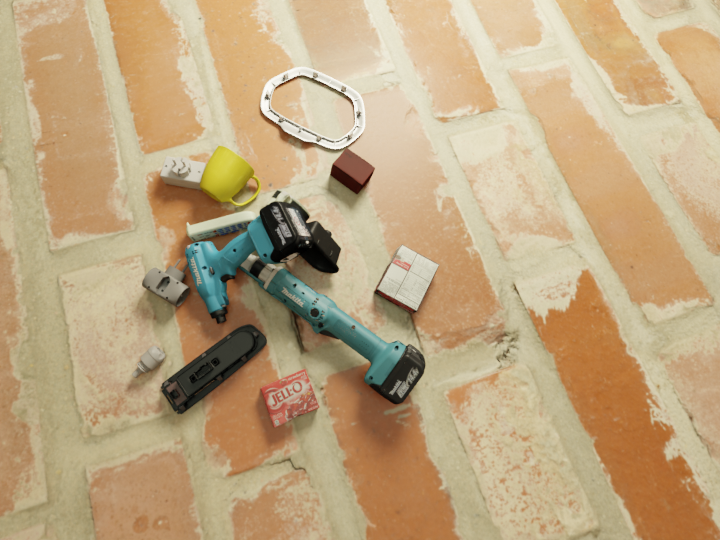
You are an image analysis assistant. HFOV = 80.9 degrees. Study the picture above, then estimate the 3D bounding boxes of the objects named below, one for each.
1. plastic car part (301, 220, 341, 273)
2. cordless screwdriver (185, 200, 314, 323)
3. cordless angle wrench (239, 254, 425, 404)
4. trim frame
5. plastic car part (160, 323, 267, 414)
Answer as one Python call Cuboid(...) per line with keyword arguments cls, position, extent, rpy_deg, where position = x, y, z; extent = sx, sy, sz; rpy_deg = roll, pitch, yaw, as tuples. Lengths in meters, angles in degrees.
Cuboid(cls="plastic car part", position=(-0.081, -0.053, 0.833), extent=(0.110, 0.069, 0.071), rpy_deg=(44, 53, -34))
Cuboid(cls="cordless screwdriver", position=(-0.203, -0.014, 0.768), extent=(0.254, 0.072, 0.162), rpy_deg=(-25, 80, 21))
Cuboid(cls="cordless angle wrench", position=(-0.079, 0.078, 0.793), extent=(0.433, 0.073, 0.098), rpy_deg=(35, 99, 11))
Cuboid(cls="trim frame", position=(-0.105, -0.371, 0.957), extent=(0.250, 0.027, 0.184), rpy_deg=(28, 74, 3))
Cuboid(cls="plastic car part", position=(-0.264, 0.168, 0.763), extent=(0.201, 0.066, 0.068), rpy_deg=(-37, 74, -16))
